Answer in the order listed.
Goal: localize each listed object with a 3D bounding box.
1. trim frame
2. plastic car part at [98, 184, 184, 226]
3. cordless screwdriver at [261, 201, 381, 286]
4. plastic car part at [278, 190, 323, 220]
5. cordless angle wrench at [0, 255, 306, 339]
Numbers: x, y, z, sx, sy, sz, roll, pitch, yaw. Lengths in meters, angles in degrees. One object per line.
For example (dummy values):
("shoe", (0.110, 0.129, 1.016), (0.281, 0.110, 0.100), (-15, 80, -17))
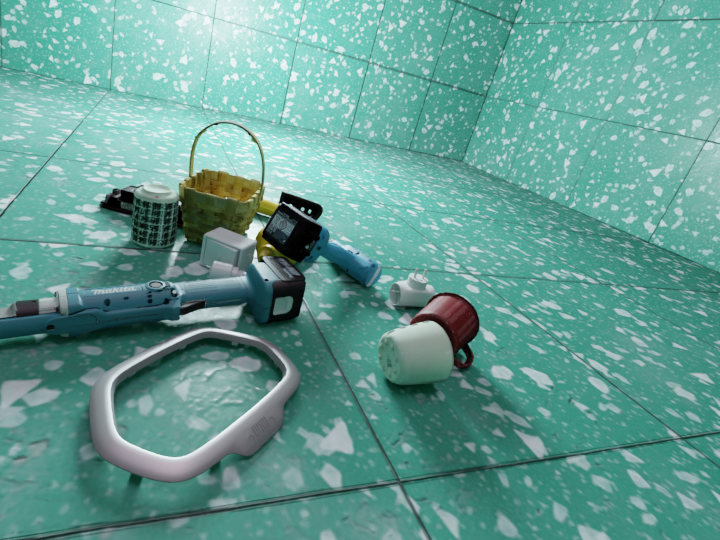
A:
("trim frame", (-0.175, 0.133, 0.474), (0.192, 0.027, 0.242), (23, 23, 20))
("plastic car part", (-0.440, -0.141, 0.898), (0.204, 0.066, 0.066), (19, 15, 1))
("cordless screwdriver", (-0.079, -0.052, 0.812), (0.235, 0.074, 0.169), (26, 8, -48))
("plastic car part", (-0.161, -0.164, 1.122), (0.115, 0.066, 0.072), (16, 8, -8))
("cordless angle wrench", (-0.274, 0.043, 0.568), (0.405, 0.073, 0.104), (-6, 30, -35))
